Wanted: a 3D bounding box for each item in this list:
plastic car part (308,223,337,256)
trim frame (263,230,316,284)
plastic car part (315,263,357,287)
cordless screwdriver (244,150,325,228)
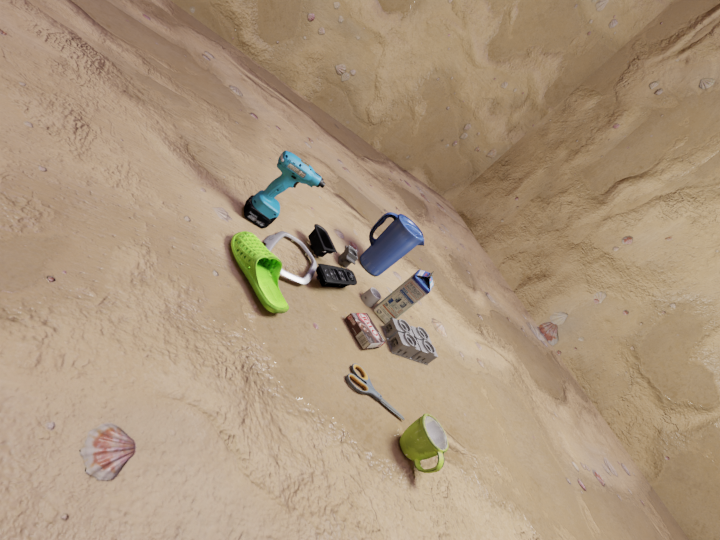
[{"bbox_3d":[-0.140,-0.092,1.433,0.062,0.071,0.122,16,38,-48],"label":"plastic car part"},{"bbox_3d":[-0.215,-0.043,1.294,0.182,0.028,0.250,40,25,-9],"label":"trim frame"},{"bbox_3d":[-0.079,0.027,1.344,0.193,0.068,0.069,4,47,-55],"label":"plastic car part"},{"bbox_3d":[-0.235,-0.232,1.289,0.152,0.251,0.077,32,29,-28],"label":"cordless screwdriver"}]
